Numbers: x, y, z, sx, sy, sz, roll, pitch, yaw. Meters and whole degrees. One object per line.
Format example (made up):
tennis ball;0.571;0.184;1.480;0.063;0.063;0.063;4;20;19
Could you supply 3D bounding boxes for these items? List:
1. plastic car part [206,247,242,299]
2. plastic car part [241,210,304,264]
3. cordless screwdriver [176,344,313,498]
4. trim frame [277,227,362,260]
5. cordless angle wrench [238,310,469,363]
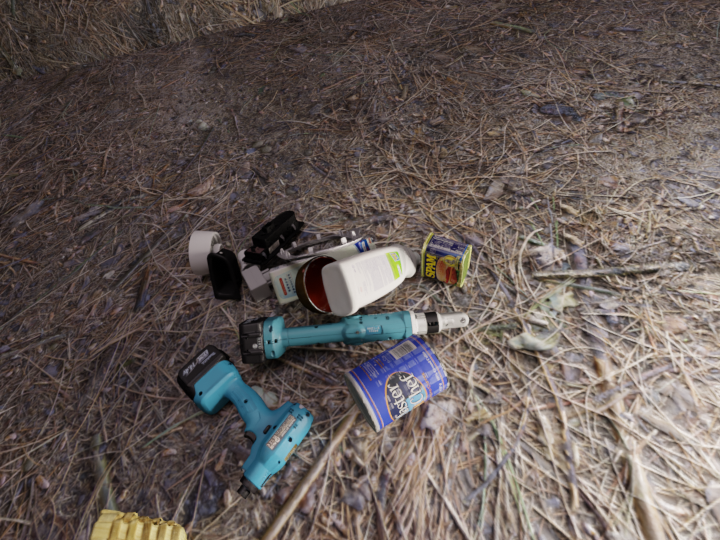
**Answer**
plastic car part;-0.300;0.000;0.960;0.067;0.113;0.071;1;24;12
plastic car part;-0.208;-0.089;1.017;0.069;0.065;0.201;1;30;28
cordless screwdriver;-0.221;0.250;0.731;0.261;0.071;0.158;26;59;27
trim frame;-0.090;-0.059;0.920;0.181;0.027;0.255;-18;10;-14
cordless angle wrench;-0.011;0.111;0.794;0.425;0.074;0.097;-6;0;2
